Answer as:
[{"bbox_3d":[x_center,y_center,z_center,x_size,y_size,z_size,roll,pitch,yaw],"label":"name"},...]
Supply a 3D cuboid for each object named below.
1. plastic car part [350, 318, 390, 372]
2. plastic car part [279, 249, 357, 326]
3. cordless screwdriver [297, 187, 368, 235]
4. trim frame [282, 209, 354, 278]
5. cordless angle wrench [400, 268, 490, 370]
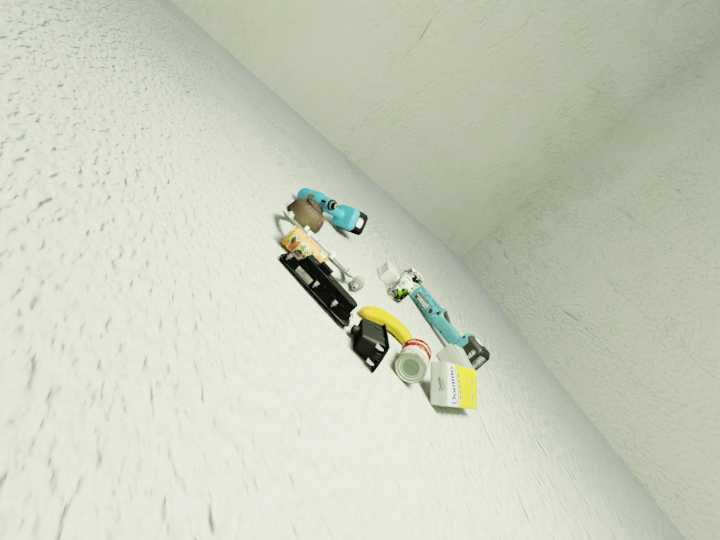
[{"bbox_3d":[0.013,0.137,0.853,0.070,0.066,0.118,28,16,-10],"label":"plastic car part"},{"bbox_3d":[-0.078,0.027,0.888,0.206,0.067,0.065,50,7,7],"label":"plastic car part"},{"bbox_3d":[-0.067,-0.180,1.312,0.168,0.074,0.235,24,0,42],"label":"cordless screwdriver"},{"bbox_3d":[-0.104,-0.068,1.059,0.247,0.027,0.186,42,0,-5],"label":"trim frame"},{"bbox_3d":[0.243,0.140,1.373,0.070,0.098,0.446,31,17,-42],"label":"cordless angle wrench"}]
